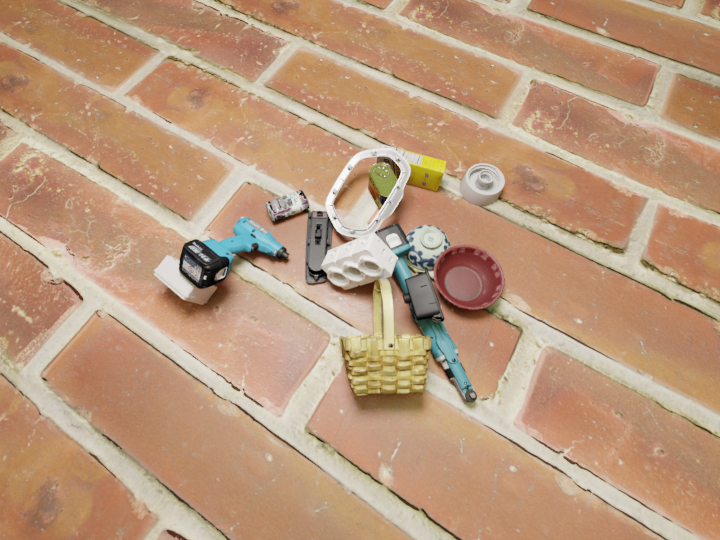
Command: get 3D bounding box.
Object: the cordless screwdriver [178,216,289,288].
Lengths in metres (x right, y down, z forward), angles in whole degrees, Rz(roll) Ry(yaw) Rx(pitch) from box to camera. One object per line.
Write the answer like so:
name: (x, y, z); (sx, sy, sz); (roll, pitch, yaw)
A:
cordless screwdriver: (-0.287, -0.038, 0.987); (0.164, 0.074, 0.244); (32, 34, 12)

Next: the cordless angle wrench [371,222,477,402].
cordless angle wrench: (0.144, 0.093, 0.964); (0.073, 0.096, 0.436); (-22, 71, -11)

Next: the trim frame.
trim frame: (0.016, -0.198, 1.050); (0.193, 0.026, 0.248); (32, 87, 26)

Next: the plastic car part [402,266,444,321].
plastic car part: (0.129, 0.059, 0.907); (0.071, 0.064, 0.120); (-20, 71, 5)

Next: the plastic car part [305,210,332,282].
plastic car part: (-0.103, -0.068, 1.058); (0.066, 0.066, 0.207); (4, 68, -6)
